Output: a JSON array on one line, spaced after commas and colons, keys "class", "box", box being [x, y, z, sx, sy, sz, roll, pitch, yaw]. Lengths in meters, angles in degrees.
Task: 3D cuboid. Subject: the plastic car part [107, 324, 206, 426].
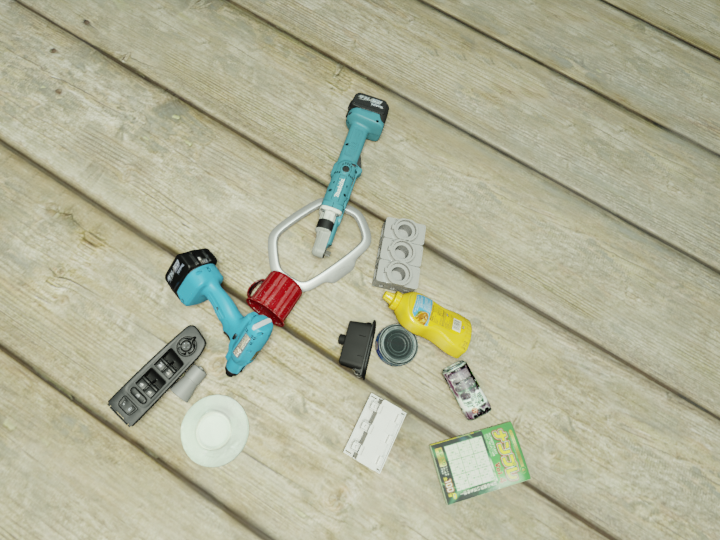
[{"class": "plastic car part", "box": [-0.376, 0.198, 0.813, 0.068, 0.065, 0.202, 38, 76, 13]}]

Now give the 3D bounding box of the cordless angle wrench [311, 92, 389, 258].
[{"class": "cordless angle wrench", "box": [-0.035, -0.219, 0.968, 0.098, 0.073, 0.427, 18, 68, -1]}]

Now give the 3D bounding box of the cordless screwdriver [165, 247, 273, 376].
[{"class": "cordless screwdriver", "box": [-0.290, 0.084, 0.842, 0.257, 0.159, 0.072, 45, 29, 18]}]

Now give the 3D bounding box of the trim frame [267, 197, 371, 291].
[{"class": "trim frame", "box": [-0.093, -0.061, 0.947, 0.245, 0.027, 0.188, -37, 77, -17]}]

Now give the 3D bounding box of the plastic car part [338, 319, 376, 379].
[{"class": "plastic car part", "box": [-0.012, 0.155, 0.867, 0.072, 0.064, 0.118, 8, 68, 10]}]
